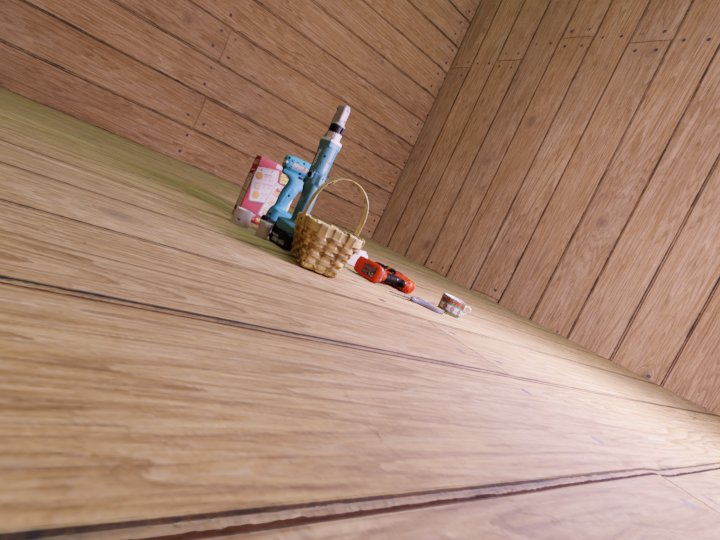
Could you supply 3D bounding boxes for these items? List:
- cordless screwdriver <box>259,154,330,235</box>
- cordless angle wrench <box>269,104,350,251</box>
[{"bbox_3d":[-0.200,-0.209,1.288,0.153,0.248,0.077,22,6,-21],"label":"cordless screwdriver"},{"bbox_3d":[-0.125,-0.255,1.165,0.104,0.422,0.070,30,8,41],"label":"cordless angle wrench"}]
